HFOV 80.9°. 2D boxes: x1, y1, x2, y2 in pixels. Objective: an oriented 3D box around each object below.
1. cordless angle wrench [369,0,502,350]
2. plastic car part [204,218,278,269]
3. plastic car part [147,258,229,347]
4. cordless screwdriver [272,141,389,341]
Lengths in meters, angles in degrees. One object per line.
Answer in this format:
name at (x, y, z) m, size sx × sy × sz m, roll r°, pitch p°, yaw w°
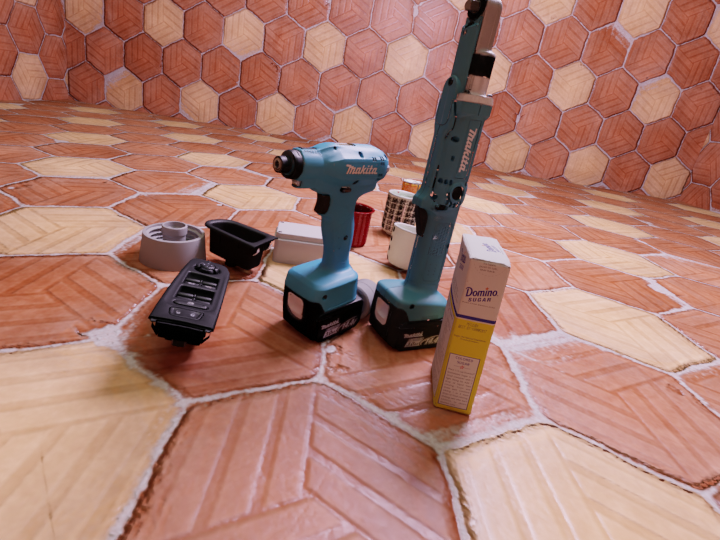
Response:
cordless angle wrench at (0.101, -0.101, 0.522) m, size 0.094 × 0.417 × 0.078 m, roll 1°, pitch 22°, yaw -27°
plastic car part at (-0.208, -0.038, 0.710) m, size 0.121 × 0.070 × 0.064 m, roll 19°, pitch 22°, yaw 22°
plastic car part at (-0.203, 0.040, 0.526) m, size 0.065 × 0.066 × 0.210 m, roll 6°, pitch 22°, yaw -12°
cordless screwdriver at (-0.051, -0.034, 0.526) m, size 0.152 × 0.245 × 0.079 m, roll -10°, pitch 29°, yaw -44°
